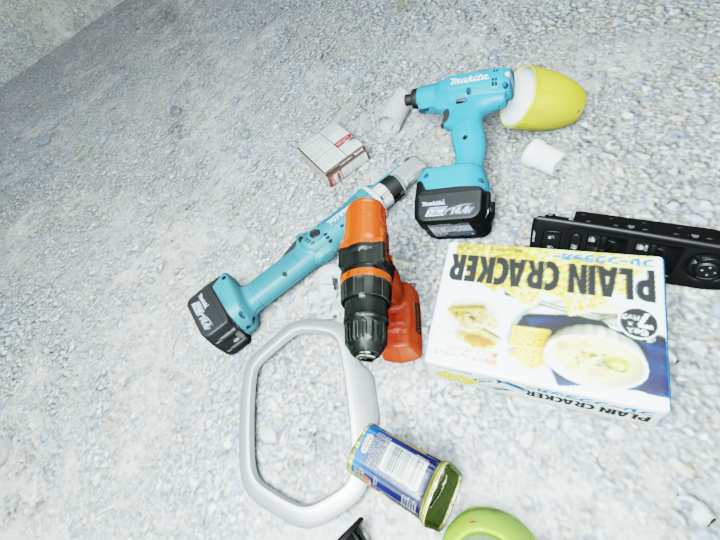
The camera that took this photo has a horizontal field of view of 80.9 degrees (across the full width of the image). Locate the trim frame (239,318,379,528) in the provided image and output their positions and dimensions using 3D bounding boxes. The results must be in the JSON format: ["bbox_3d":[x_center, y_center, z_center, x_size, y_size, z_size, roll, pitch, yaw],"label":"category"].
[{"bbox_3d":[-0.070,0.175,0.531,0.187,0.026,0.258,-18,52,13],"label":"trim frame"}]

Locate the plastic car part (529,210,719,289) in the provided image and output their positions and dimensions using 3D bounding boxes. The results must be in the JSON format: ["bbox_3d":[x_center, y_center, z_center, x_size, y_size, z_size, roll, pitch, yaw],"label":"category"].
[{"bbox_3d":[0.309,-0.029,0.480,0.214,0.064,0.066,18,41,33],"label":"plastic car part"}]

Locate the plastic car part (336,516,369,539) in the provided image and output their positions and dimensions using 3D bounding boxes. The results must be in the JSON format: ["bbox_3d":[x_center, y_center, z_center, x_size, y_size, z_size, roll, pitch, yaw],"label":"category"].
[{"bbox_3d":[-0.023,0.310,0.406,0.116,0.063,0.074,-38,67,-8],"label":"plastic car part"}]

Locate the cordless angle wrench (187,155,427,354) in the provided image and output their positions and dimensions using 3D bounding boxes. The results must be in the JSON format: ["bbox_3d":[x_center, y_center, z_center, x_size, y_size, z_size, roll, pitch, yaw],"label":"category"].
[{"bbox_3d":[-0.063,-0.041,0.646,0.421,0.070,0.103,-38,52,-6],"label":"cordless angle wrench"}]

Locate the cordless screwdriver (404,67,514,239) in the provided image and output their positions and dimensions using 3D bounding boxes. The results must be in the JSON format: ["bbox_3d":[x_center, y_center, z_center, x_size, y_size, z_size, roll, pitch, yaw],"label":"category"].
[{"bbox_3d":[0.123,-0.172,0.609,0.167,0.070,0.251,3,73,31],"label":"cordless screwdriver"}]
